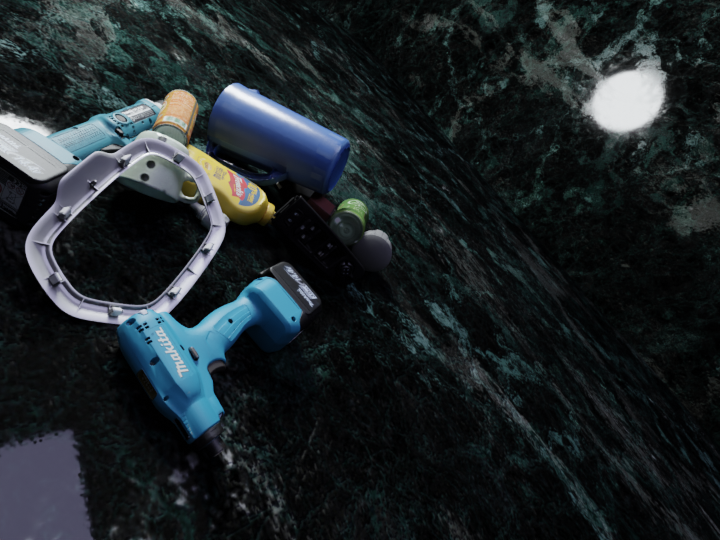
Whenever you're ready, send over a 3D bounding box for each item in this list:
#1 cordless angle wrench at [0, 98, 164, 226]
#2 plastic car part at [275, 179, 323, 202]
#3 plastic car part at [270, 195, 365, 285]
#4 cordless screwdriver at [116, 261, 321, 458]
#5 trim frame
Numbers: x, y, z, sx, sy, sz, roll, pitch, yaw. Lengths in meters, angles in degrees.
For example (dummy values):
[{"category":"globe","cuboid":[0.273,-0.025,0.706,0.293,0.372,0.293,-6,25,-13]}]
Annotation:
[{"category":"cordless angle wrench","cuboid":[-0.356,-0.198,0.612,0.095,0.075,0.430,36,27,-16]},{"category":"plastic car part","cuboid":[-0.115,-0.157,0.876,0.110,0.068,0.073,19,53,-43]},{"category":"plastic car part","cuboid":[-0.073,-0.048,0.749,0.194,0.066,0.070,47,0,-25]},{"category":"cordless screwdriver","cuboid":[-0.138,0.088,0.502,0.163,0.075,0.241,50,33,10]},{"category":"trim frame","cuboid":[-0.256,-0.052,0.495,0.177,0.028,0.249,46,49,-24]}]
